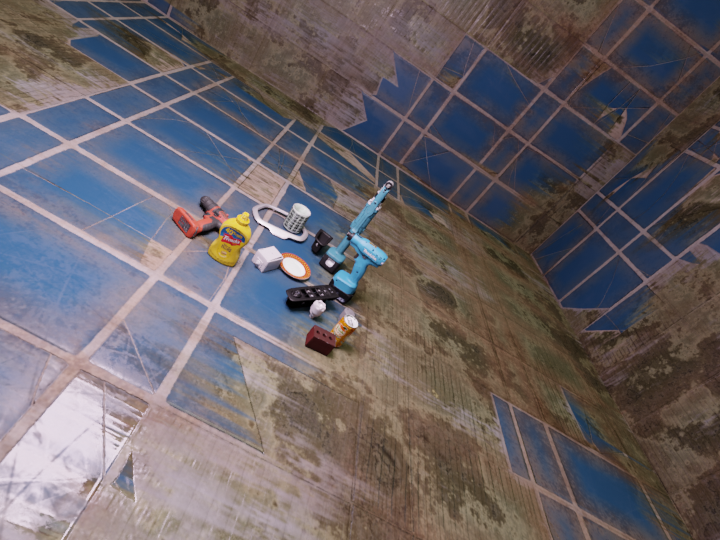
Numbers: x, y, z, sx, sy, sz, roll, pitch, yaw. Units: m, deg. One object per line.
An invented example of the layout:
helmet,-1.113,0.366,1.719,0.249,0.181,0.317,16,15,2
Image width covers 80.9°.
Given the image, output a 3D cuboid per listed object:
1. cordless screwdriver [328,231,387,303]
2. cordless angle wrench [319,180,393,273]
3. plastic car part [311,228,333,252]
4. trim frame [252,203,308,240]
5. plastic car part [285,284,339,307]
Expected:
cordless screwdriver,-0.036,-0.011,1.493,0.161,0.249,0.073,40,28,3
cordless angle wrench,-0.009,-0.163,1.567,0.075,0.424,0.097,39,28,0
plastic car part,-0.165,-0.108,1.687,0.066,0.071,0.116,36,28,-3
trim frame,-0.320,-0.193,1.694,0.240,0.027,0.190,25,30,-19
plastic car part,-0.169,0.087,1.393,0.193,0.067,0.069,2,44,-46
